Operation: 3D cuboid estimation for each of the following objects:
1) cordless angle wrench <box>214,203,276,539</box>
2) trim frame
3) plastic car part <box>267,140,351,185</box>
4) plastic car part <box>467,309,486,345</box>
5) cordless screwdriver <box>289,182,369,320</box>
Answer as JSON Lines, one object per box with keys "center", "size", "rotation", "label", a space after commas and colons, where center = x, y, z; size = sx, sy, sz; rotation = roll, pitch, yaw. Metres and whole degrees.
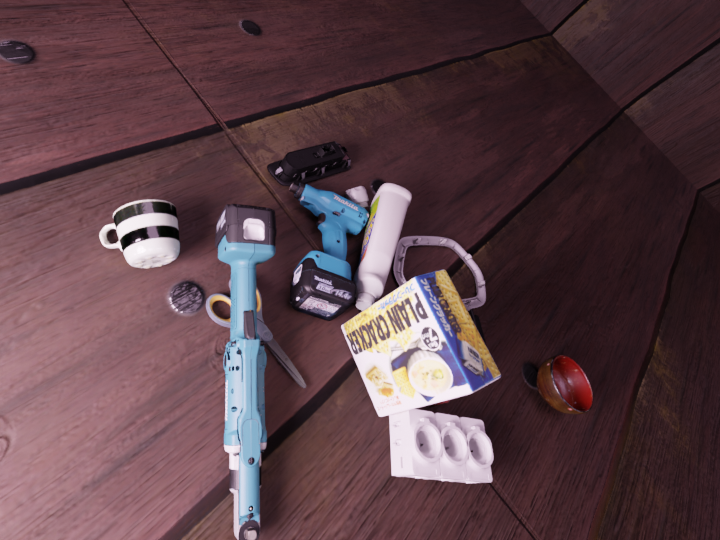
{"center": [-0.155, 0.119, 0.570], "size": [0.071, 0.100, 0.432], "rotation": [4, 69, -27], "label": "cordless angle wrench"}
{"center": [0.170, 0.008, 0.880], "size": [0.238, 0.028, 0.190], "rotation": [1, 62, -32], "label": "trim frame"}
{"center": [-0.091, -0.219, 0.847], "size": [0.197, 0.068, 0.067], "rotation": [-29, 88, -37], "label": "plastic car part"}
{"center": [0.211, 0.132, 0.805], "size": [0.068, 0.068, 0.117], "rotation": [-11, 82, -51], "label": "plastic car part"}
{"center": [-0.073, -0.047, 0.743], "size": [0.154, 0.075, 0.254], "rotation": [23, 48, -17], "label": "cordless screwdriver"}
